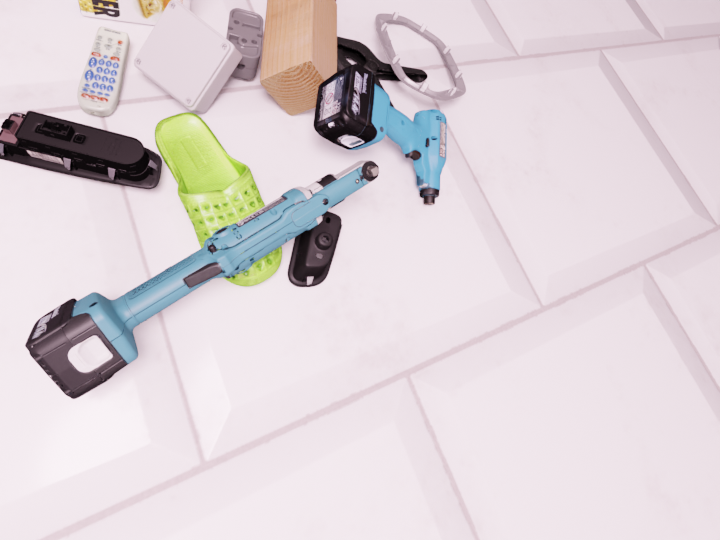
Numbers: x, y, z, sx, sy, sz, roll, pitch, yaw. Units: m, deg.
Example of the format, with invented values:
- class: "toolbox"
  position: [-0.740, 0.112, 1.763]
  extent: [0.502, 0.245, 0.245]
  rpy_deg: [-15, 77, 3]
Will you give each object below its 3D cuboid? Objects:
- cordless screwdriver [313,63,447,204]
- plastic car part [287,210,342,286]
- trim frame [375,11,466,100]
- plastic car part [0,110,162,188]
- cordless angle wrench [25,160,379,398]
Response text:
- class: "cordless screwdriver"
  position: [0.046, -0.198, 0.648]
  extent: [0.236, 0.078, 0.160]
  rpy_deg: [9, 80, -40]
- class: "plastic car part"
  position: [-0.057, -0.037, 0.586]
  extent: [0.064, 0.071, 0.118]
  rpy_deg: [18, 62, -13]
- class: "trim frame"
  position: [0.110, -0.407, 0.793]
  extent: [0.178, 0.027, 0.257]
  rpy_deg: [3, 59, -23]
- class: "plastic car part"
  position: [-0.353, -0.158, 0.533]
  extent: [0.199, 0.067, 0.067]
  rpy_deg: [15, 61, -10]
- class: "cordless angle wrench"
  position: [-0.149, -0.023, 0.490]
  extent: [0.417, 0.103, 0.072]
  rpy_deg: [-35, 117, -17]
